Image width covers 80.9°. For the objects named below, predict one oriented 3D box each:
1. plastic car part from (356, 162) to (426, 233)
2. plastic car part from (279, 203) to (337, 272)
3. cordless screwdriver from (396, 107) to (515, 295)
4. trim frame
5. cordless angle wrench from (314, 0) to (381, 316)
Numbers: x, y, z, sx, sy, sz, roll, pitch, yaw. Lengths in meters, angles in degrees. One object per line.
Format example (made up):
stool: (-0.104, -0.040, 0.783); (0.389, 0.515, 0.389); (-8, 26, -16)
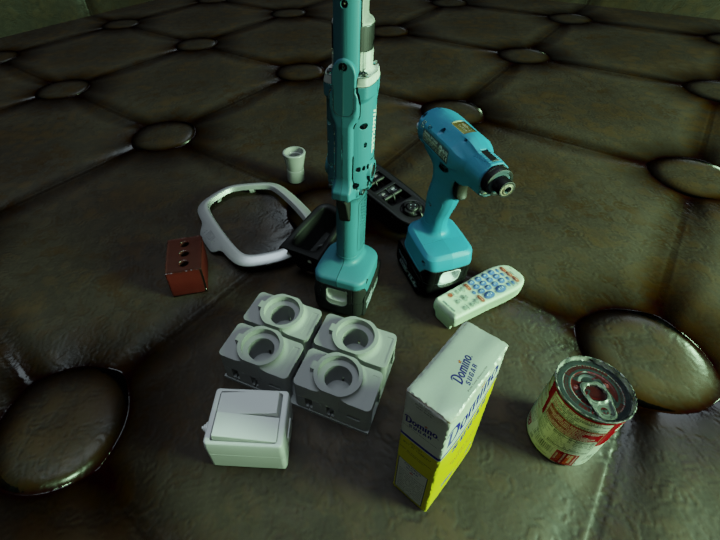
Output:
plastic car part: (0.042, -0.126, 0.736); (0.065, 0.065, 0.214); (-27, 49, -26)
plastic car part: (-0.064, -0.042, 0.651); (0.068, 0.068, 0.116); (19, 47, 19)
cordless screwdriver: (0.116, -0.064, 0.542); (0.073, 0.241, 0.167); (-12, 45, -14)
trim frame: (-0.185, -0.088, 0.735); (0.180, 0.026, 0.262); (-27, 49, -23)
cordless angle wrench: (-0.012, -0.116, 0.480); (0.076, 0.409, 0.098); (14, 45, 12)
